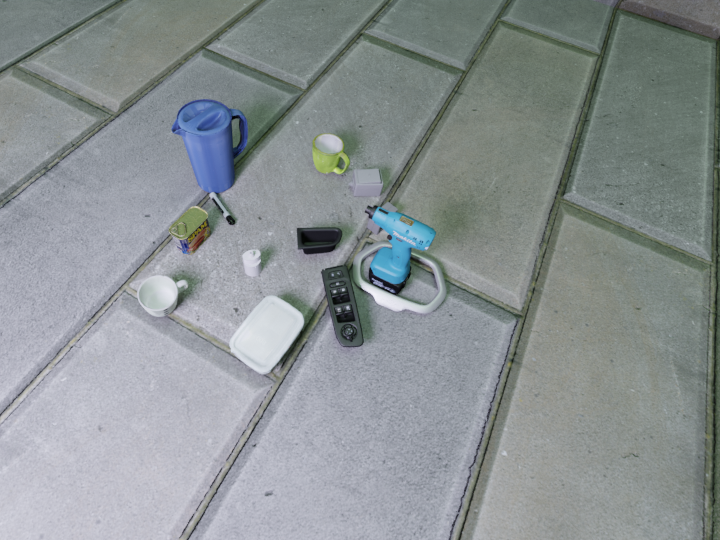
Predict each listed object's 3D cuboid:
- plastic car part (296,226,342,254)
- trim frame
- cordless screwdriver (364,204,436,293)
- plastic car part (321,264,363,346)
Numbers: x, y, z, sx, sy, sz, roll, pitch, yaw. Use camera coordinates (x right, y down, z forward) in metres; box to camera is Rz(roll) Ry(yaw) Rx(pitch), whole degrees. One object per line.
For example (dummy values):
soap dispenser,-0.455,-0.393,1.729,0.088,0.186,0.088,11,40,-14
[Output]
plastic car part,-0.107,-0.070,1.097,0.115,0.069,0.068,-2,60,-7
trim frame,0.099,0.016,1.086,0.253,0.027,0.185,22,59,9
cordless screwdriver,0.067,-0.051,0.998,0.163,0.244,0.074,30,60,9
plastic car part,-0.044,0.091,1.005,0.065,0.066,0.211,-9,60,-13
